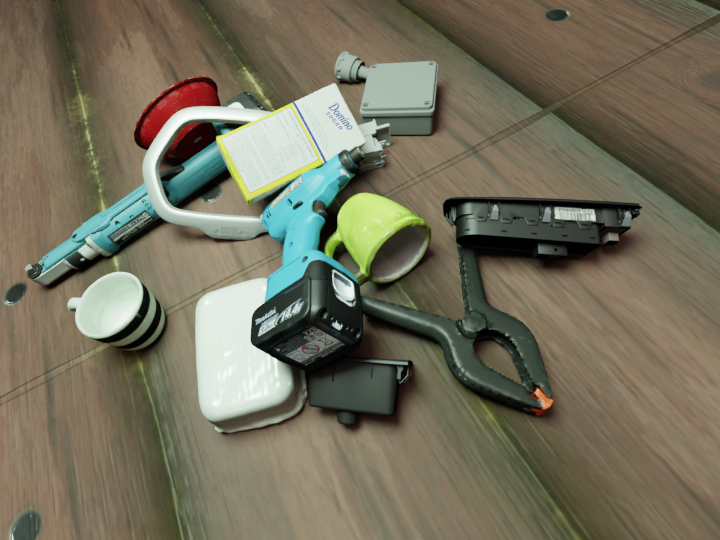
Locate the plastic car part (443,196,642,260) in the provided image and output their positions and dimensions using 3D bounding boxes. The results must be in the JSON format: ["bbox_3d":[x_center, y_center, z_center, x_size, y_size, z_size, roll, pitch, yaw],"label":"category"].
[{"bbox_3d":[0.195,-0.047,0.483,0.206,0.065,0.068,9,78,8],"label":"plastic car part"}]

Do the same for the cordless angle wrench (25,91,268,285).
[{"bbox_3d":[-0.312,-0.111,0.643,0.421,0.093,0.078,-37,60,-5],"label":"cordless angle wrench"}]

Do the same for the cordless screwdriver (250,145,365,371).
[{"bbox_3d":[-0.046,-0.030,0.466,0.161,0.070,0.258,-36,39,24],"label":"cordless screwdriver"}]

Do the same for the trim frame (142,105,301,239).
[{"bbox_3d":[-0.179,-0.135,0.595,0.246,0.028,0.183,3,92,-6],"label":"trim frame"}]

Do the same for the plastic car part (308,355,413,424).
[{"bbox_3d":[-0.005,0.124,0.445,0.119,0.063,0.072,-3,74,14],"label":"plastic car part"}]
